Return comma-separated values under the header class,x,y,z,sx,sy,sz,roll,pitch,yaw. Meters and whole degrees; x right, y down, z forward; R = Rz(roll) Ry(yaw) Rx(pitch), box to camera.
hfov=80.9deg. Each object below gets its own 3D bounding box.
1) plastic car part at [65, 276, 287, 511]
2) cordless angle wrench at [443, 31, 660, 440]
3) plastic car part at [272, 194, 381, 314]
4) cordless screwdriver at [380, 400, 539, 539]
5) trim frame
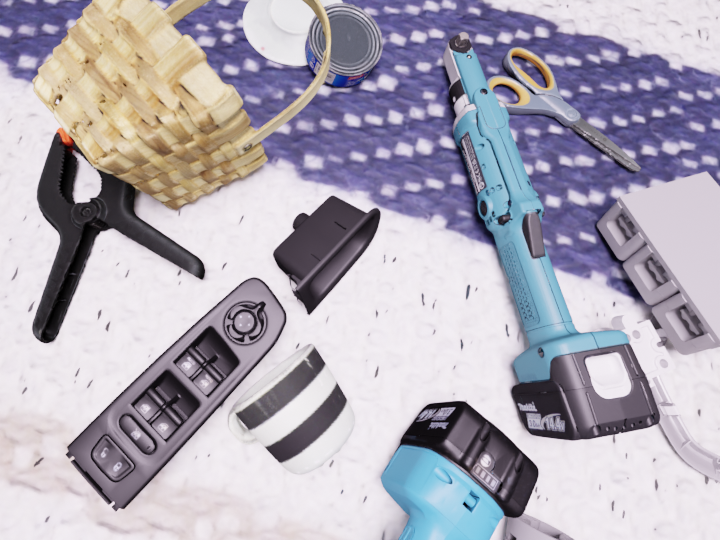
class,x,y,z,sx,sy,sz,roll,pitch,yaw
plastic car part,-0.141,0.096,0.367,0.068,0.065,0.202,40,79,13
cordless angle wrench,0.150,-0.065,0.425,0.074,0.096,0.434,-9,70,-8
plastic car part,-0.041,-0.027,0.419,0.074,0.064,0.116,32,71,19
cordless screwdriver,0.020,0.222,0.318,0.075,0.159,0.246,41,60,1
trim frame,0.381,0.088,0.416,0.187,0.027,0.247,41,74,8
